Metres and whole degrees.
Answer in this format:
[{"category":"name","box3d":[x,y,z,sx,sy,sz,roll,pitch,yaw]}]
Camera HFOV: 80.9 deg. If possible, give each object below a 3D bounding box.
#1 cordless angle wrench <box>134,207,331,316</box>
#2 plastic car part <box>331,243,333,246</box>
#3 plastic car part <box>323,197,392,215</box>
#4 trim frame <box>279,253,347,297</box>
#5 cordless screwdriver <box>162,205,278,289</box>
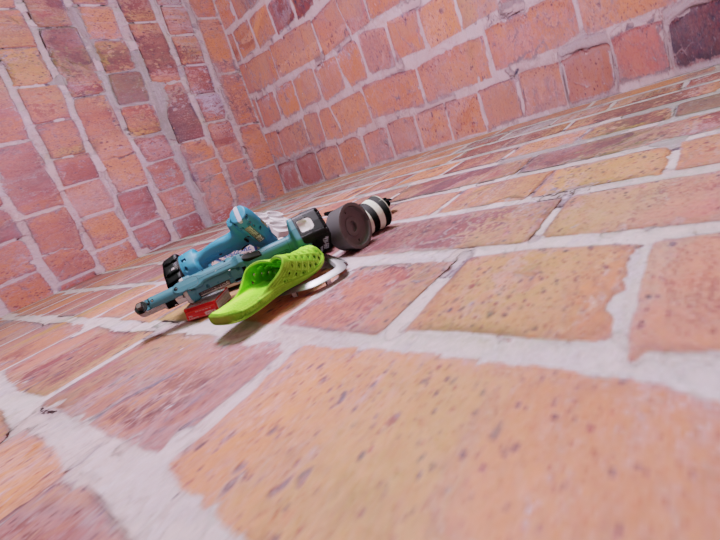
[{"category":"cordless angle wrench","box3d":[-0.265,-0.004,0.889,0.419,0.077,0.095,-26,-21,-10]},{"category":"plastic car part","box3d":[-0.103,-0.067,1.055,0.074,0.064,0.115,4,28,26]},{"category":"plastic car part","box3d":[0.003,-0.165,1.209,0.199,0.066,0.068,-20,6,-14]},{"category":"trim frame","box3d":[-0.119,0.007,0.879,0.182,0.027,0.256,-25,15,-12]},{"category":"cordless screwdriver","box3d":[-0.308,-0.030,0.952,0.250,0.078,0.150,-35,-35,7]}]
